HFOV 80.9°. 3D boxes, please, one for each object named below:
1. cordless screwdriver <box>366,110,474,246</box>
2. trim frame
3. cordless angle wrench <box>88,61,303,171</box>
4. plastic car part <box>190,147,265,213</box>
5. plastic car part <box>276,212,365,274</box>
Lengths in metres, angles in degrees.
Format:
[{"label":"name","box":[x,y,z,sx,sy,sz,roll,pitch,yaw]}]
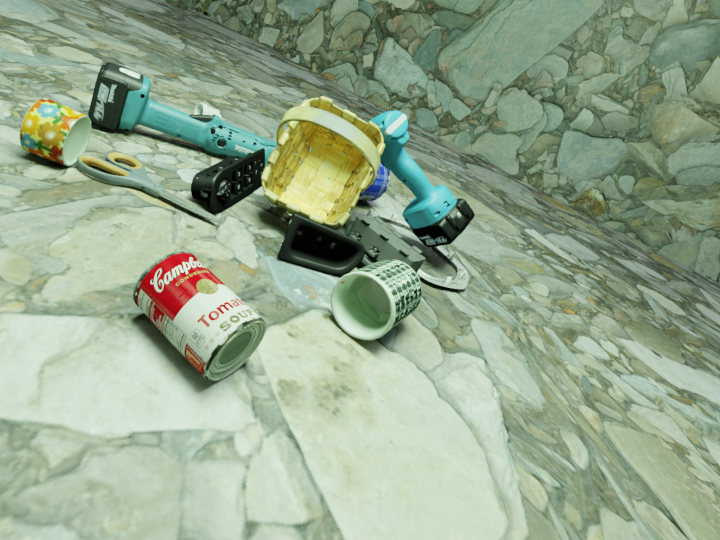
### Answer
[{"label":"cordless screwdriver","box":[0.076,-0.156,0.749,0.242,0.074,0.165,52,-21,-16]},{"label":"trim frame","box":[0.099,-0.047,0.789,0.175,0.027,0.262,-3,40,-42]},{"label":"cordless angle wrench","box":[-0.263,-0.250,0.787,0.403,0.098,0.078,14,29,-31]},{"label":"plastic car part","box":[-0.208,-0.149,0.670,0.067,0.065,0.205,15,27,-2]},{"label":"plastic car part","box":[-0.060,-0.039,0.609,0.112,0.066,0.074,19,13,-22]}]
